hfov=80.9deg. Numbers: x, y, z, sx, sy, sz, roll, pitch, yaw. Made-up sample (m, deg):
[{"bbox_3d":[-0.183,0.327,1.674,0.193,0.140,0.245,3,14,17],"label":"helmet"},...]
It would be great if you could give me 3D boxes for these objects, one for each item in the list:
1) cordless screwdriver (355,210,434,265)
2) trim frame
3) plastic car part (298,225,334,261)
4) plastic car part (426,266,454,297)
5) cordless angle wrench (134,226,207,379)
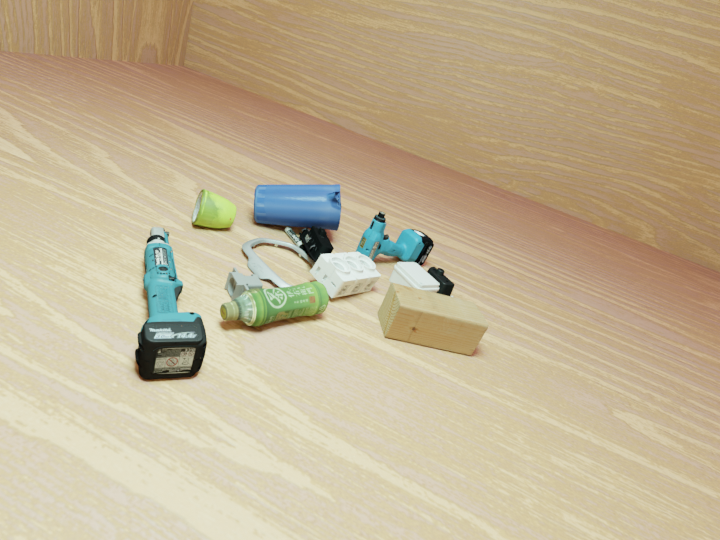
[{"bbox_3d":[0.103,-0.087,1.199,0.237,0.158,0.079,0,33,-39],"label":"cordless screwdriver"},{"bbox_3d":[-0.180,-0.014,1.018,0.176,0.027,0.262,-9,39,-45],"label":"trim frame"},{"bbox_3d":[-0.108,-0.071,1.106,0.063,0.067,0.211,31,16,-25],"label":"plastic car part"},{"bbox_3d":[0.207,0.031,1.138,0.063,0.070,0.123,5,32,-32],"label":"plastic car part"},{"bbox_3d":[-0.367,0.021,0.783,0.094,0.073,0.446,4,28,-31],"label":"cordless angle wrench"}]
